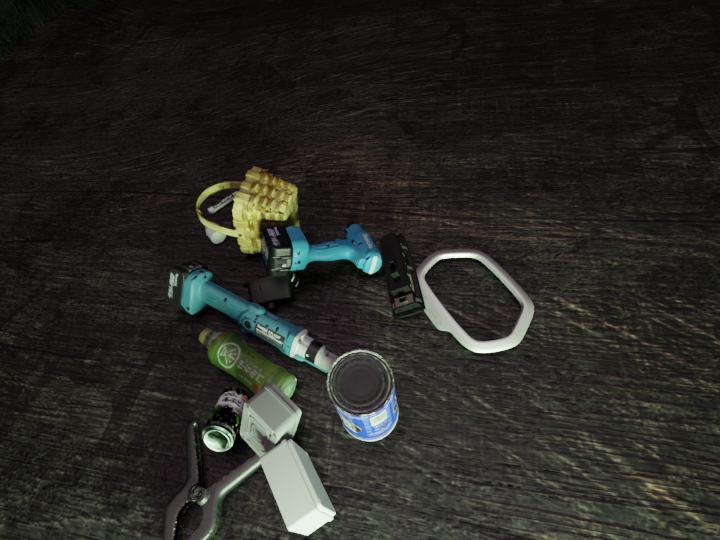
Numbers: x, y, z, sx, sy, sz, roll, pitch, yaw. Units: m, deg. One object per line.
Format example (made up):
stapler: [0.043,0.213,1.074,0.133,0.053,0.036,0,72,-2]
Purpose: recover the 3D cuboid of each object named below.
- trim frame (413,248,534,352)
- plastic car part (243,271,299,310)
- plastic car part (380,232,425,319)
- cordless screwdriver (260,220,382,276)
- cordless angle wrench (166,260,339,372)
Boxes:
trim frame: [0.216,0.050,0.832,0.182,0.026,0.261,-27,54,-9]
plastic car part: [-0.188,0.050,0.909,0.117,0.063,0.073,-17,66,4]
plastic car part: [0.074,-0.003,0.881,0.068,0.063,0.210,-27,44,22]
cordless screwdriver: [-0.089,-0.059,0.915,0.242,0.073,0.167,-1,38,-18]
cordless angle wrench: [-0.212,0.101,0.852,0.440,0.097,0.072,24,22,21]
